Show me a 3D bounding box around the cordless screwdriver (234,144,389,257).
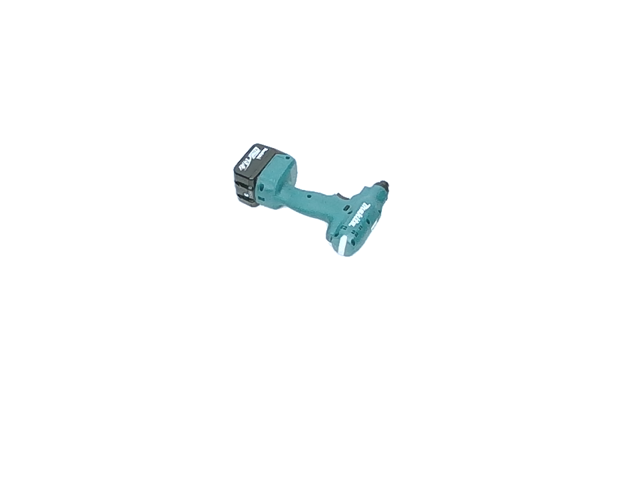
[{"bbox_3d":[-0.012,-0.085,0.724,0.249,0.158,0.074,27,-33,14],"label":"cordless screwdriver"}]
